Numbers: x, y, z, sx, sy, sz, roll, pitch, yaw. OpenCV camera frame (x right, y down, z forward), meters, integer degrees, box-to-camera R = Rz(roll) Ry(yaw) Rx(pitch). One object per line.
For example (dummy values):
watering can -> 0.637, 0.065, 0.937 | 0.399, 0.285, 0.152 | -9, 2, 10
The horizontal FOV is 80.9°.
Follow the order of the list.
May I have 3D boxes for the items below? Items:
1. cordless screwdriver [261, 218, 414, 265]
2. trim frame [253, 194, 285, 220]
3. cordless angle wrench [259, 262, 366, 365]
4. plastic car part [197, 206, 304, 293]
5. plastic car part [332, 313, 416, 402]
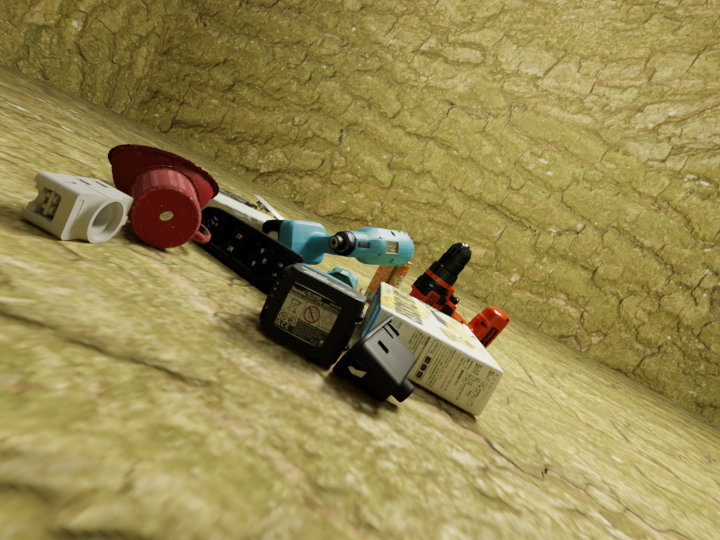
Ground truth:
cordless screwdriver -> -0.063, -0.041, 0.645 | 0.262, 0.074, 0.151 | 6, 2, 41
trim frame -> -0.167, -0.097, 0.969 | 0.191, 0.027, 0.240 | 44, 0, 17
cordless angle wrench -> -0.039, 0.029, 0.614 | 0.099, 0.074, 0.420 | 26, 5, 1
plastic car part -> -0.166, -0.032, 0.612 | 0.212, 0.066, 0.064 | 30, -2, 24
plastic car part -> 0.022, 0.096, 0.422 | 0.072, 0.066, 0.114 | 43, 13, 8
